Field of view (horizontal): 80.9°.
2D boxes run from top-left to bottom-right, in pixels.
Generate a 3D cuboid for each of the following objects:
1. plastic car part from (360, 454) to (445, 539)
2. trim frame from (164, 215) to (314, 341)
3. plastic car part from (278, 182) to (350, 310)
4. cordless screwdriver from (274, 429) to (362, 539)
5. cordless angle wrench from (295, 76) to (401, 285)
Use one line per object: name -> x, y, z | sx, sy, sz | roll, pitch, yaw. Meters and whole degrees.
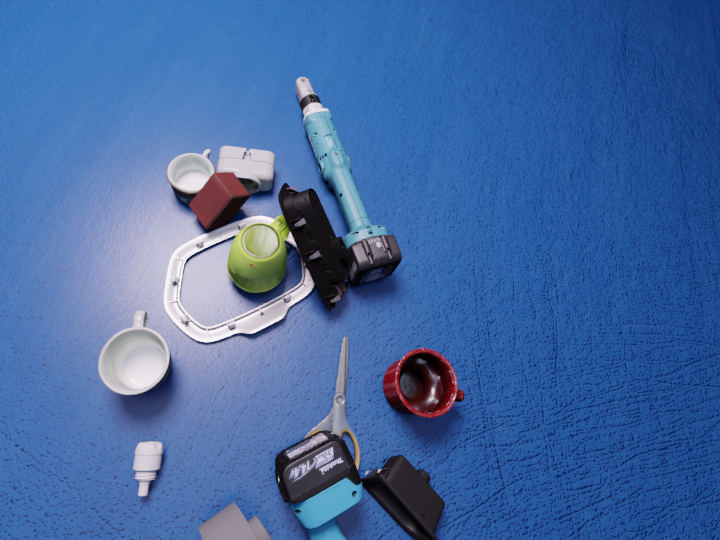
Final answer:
plastic car part -> 0.067, 0.305, 0.585 | 0.117, 0.066, 0.070 | 43, 52, 3
trim frame -> -0.189, 0.008, 0.675 | 0.243, 0.027, 0.189 | -25, 75, -21
plastic car part -> -0.062, -0.041, 0.634 | 0.197, 0.069, 0.066 | 62, 30, -19
cordless screwdriver -> -0.008, 0.335, 0.537 | 0.156, 0.075, 0.252 | -16, 81, -18
cordless angle wrench -> -0.046, -0.184, 0.750 | 0.073, 0.097, 0.436 | -14, 68, -15
